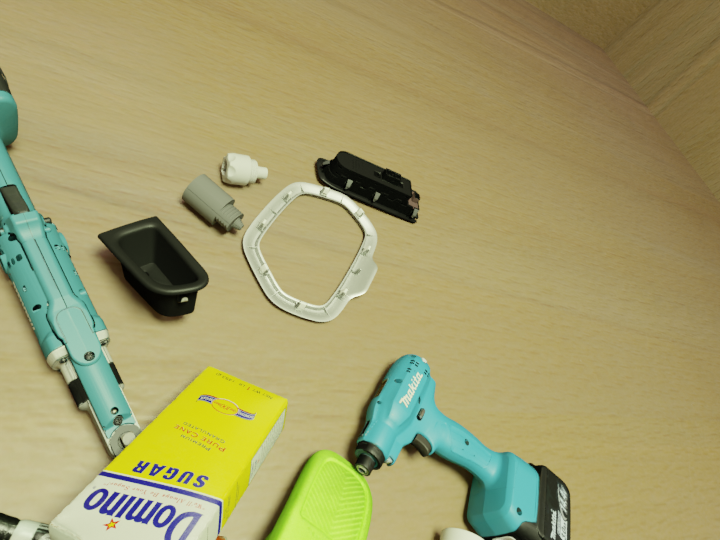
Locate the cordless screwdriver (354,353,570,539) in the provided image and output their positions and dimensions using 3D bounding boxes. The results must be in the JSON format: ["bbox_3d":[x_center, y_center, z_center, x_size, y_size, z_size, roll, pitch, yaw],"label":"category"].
[{"bbox_3d":[0.110,0.229,0.480,0.251,0.074,0.157,41,43,4],"label":"cordless screwdriver"}]

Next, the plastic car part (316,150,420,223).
[{"bbox_3d":[0.022,-0.146,0.711,0.196,0.068,0.068,17,59,-18],"label":"plastic car part"}]

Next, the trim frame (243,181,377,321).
[{"bbox_3d":[-0.059,-0.039,0.604,0.182,0.028,0.248,37,45,-6],"label":"trim frame"}]

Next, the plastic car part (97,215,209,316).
[{"bbox_3d":[-0.212,0.007,0.443,0.121,0.070,0.064,41,45,21],"label":"plastic car part"}]

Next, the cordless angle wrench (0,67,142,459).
[{"bbox_3d":[-0.309,-0.020,0.399,0.072,0.099,0.431,-23,77,-42],"label":"cordless angle wrench"}]
